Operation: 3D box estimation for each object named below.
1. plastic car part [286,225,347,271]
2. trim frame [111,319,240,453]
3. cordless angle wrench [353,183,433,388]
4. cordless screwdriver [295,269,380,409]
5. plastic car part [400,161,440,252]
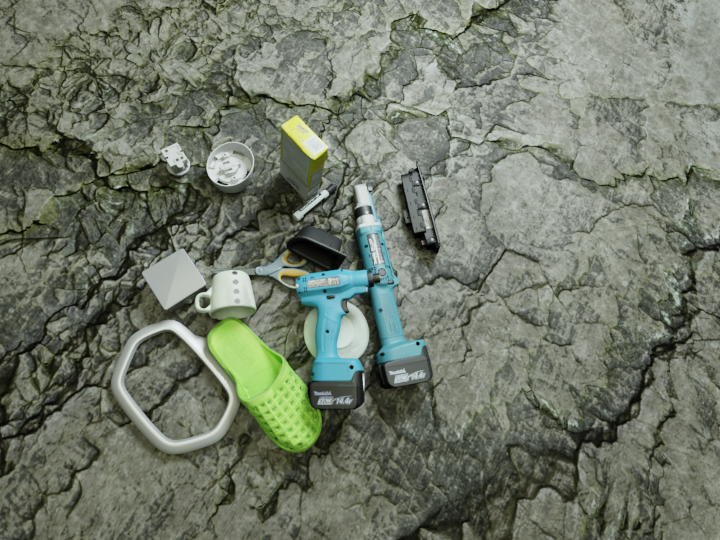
[{"bbox_3d":[-0.084,-0.055,0.861,0.116,0.066,0.071,28,45,-4],"label":"plastic car part"},{"bbox_3d":[-0.332,0.206,0.764,0.254,0.027,0.183,43,73,11],"label":"trim frame"},{"bbox_3d":[0.040,0.013,0.851,0.097,0.073,0.434,-9,70,-10],"label":"cordless angle wrench"},{"bbox_3d":[-0.029,0.119,0.770,0.161,0.072,0.254,-9,72,6],"label":"cordless screwdriver"},{"bbox_3d":[0.126,-0.136,0.920,0.068,0.063,0.207,-11,72,15],"label":"plastic car part"}]
